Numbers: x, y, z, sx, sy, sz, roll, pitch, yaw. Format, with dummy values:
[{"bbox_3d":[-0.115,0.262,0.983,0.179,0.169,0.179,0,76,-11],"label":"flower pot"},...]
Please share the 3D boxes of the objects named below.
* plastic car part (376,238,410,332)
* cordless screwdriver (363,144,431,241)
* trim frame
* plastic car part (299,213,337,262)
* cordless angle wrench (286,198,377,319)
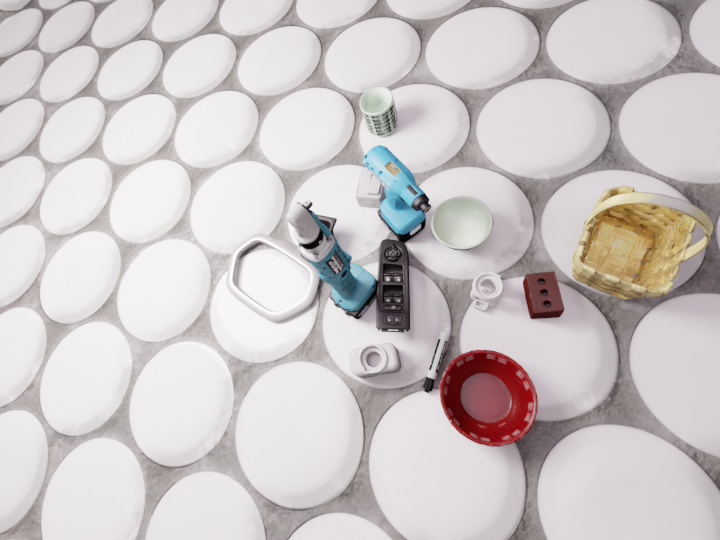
[{"bbox_3d":[0.071,0.032,0.885,0.068,0.064,0.207,-4,68,13],"label":"plastic car part"},{"bbox_3d":[0.088,-0.130,0.847,0.074,0.238,0.166,-37,66,-2],"label":"cordless screwdriver"},{"bbox_3d":[-0.211,0.011,0.999,0.260,0.026,0.184,29,80,25],"label":"trim frame"},{"bbox_3d":[-0.095,-0.062,0.970,0.068,0.068,0.117,12,73,19],"label":"plastic car part"},{"bbox_3d":[-0.047,-0.010,0.746,0.077,0.405,0.098,35,81,21],"label":"cordless angle wrench"}]
